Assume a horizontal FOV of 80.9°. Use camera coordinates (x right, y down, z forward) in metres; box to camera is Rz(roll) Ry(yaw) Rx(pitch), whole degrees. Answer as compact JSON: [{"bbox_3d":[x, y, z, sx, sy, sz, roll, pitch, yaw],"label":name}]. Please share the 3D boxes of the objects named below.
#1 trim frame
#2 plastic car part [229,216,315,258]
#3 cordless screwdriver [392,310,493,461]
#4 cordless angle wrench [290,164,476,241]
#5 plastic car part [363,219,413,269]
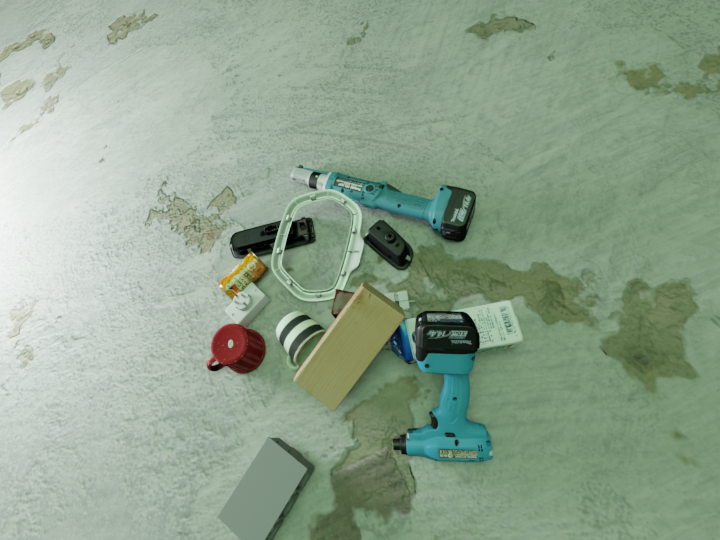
[{"bbox_3d":[-0.088,-0.058,0.901,0.185,0.027,0.250,15,78,2],"label":"trim frame"},{"bbox_3d":[-0.208,-0.075,0.954,0.206,0.064,0.068,-15,73,10],"label":"plastic car part"},{"bbox_3d":[0.123,0.195,0.694,0.162,0.074,0.246,-5,98,11],"label":"cordless screwdriver"},{"bbox_3d":[0.028,-0.168,0.931,0.440,0.071,0.098,18,73,23],"label":"cordless angle wrench"},{"bbox_3d":[0.059,-0.061,0.874,0.066,0.068,0.122,-43,62,-5],"label":"plastic car part"}]
